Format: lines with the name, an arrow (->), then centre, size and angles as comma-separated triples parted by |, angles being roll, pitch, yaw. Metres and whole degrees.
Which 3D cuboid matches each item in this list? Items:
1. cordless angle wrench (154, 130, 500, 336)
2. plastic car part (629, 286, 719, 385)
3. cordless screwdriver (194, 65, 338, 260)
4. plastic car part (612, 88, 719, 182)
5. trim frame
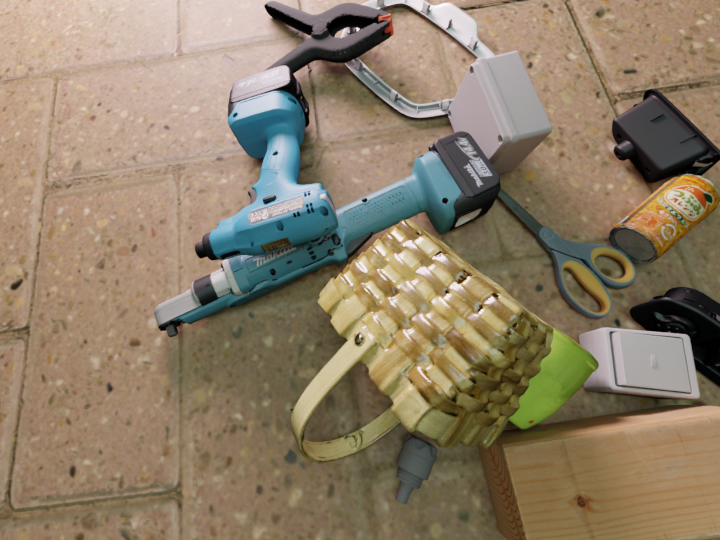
cordless angle wrench -> -0.049, -0.032, 0.503 | 0.422, 0.072, 0.101 | -25, 72, -1
plastic car part -> 0.387, 0.085, 0.424 | 0.209, 0.065, 0.066 | 36, 67, 15
cordless screwdriver -> -0.124, -0.128, 0.511 | 0.161, 0.071, 0.258 | -18, 58, 9
plastic car part -> 0.355, -0.154, 0.516 | 0.071, 0.063, 0.121 | -31, 68, 8
trim frame -> 0.081, -0.319, 0.612 | 0.183, 0.027, 0.257 | -39, 70, -9
